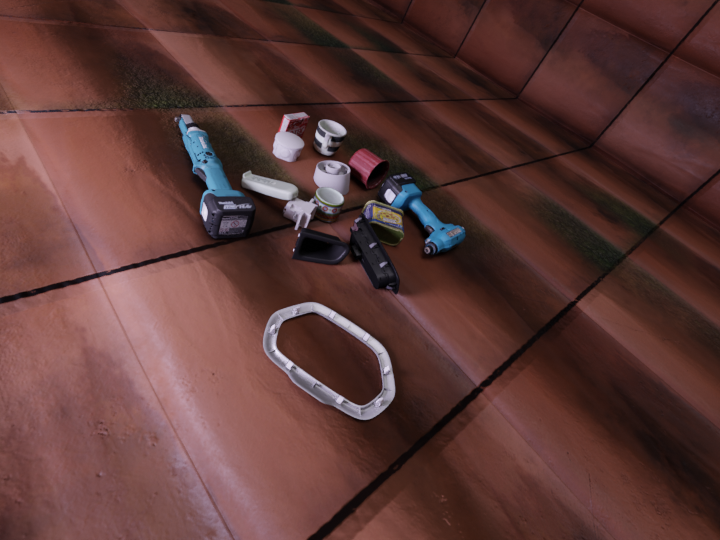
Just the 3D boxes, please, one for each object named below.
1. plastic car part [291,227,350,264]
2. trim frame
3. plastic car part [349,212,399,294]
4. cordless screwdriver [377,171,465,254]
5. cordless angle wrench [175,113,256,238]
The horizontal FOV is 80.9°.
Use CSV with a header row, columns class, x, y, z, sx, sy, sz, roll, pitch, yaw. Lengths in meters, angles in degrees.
class,x,y,z,sx,sy,sz,roll,pitch,yaw
plastic car part,-0.088,-0.058,0.904,0.112,0.065,0.074,10,29,-24
trim frame,-0.049,0.144,0.723,0.252,0.027,0.182,33,41,7
plastic car part,0.023,-0.034,0.927,0.065,0.065,0.213,-13,53,-26
cordless screwdriver,0.146,-0.145,1.103,0.154,0.074,0.258,-23,63,-42
cordless angle wrench,-0.349,-0.241,0.959,0.094,0.074,0.445,-6,47,-34
